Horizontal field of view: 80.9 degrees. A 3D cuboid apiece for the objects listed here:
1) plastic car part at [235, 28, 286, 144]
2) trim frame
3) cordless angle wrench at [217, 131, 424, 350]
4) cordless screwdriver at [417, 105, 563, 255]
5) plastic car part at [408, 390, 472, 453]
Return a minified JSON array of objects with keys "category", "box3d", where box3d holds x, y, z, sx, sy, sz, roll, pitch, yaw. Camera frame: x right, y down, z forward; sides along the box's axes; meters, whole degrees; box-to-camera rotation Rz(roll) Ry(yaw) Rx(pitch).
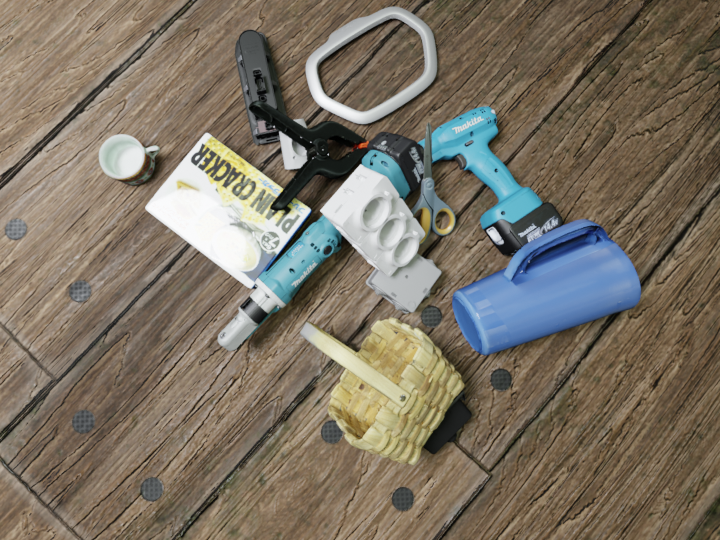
[{"category":"plastic car part","box3d":[-0.176,-0.323,0.725,0.066,0.066,0.205,-14,82,2]},{"category":"trim frame","box3d":[0.022,-0.367,0.751,0.248,0.027,0.185,-35,87,-3]},{"category":"cordless angle wrench","box3d":[-0.064,-0.042,0.658,0.421,0.093,0.079,-47,47,-9]},{"category":"cordless screwdriver","box3d":[0.202,-0.140,0.707,0.158,0.073,0.252,-28,81,-5]},{"category":"plastic car part","box3d":[0.128,0.238,0.670,0.069,0.068,0.116,41,87,-14]}]
